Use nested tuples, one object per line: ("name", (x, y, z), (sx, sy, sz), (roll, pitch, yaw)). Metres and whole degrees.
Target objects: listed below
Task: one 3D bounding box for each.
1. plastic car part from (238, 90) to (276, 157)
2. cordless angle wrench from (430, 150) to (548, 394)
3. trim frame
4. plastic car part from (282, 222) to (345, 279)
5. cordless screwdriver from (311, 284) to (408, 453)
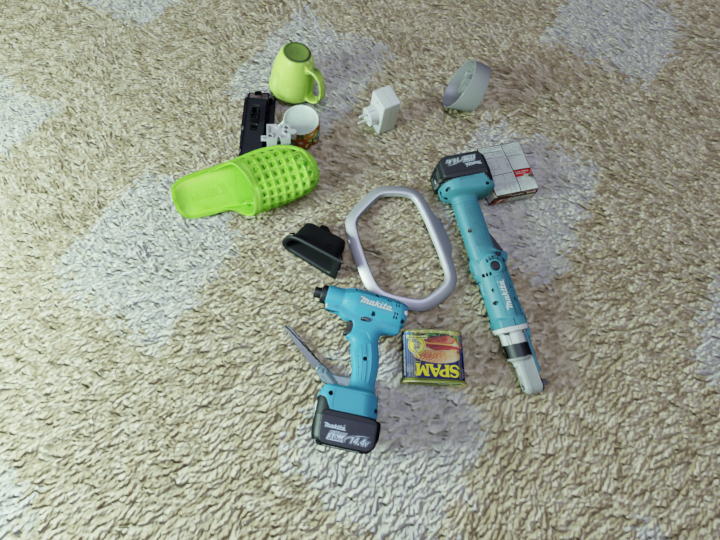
("plastic car part", (-0.207, -0.278, 0.839), (0.065, 0.067, 0.206), (4, 73, -10))
("cordless angle wrench", (0.227, -0.004, 0.738), (0.097, 0.073, 0.433), (-12, 73, -6))
("trim frame", (0.075, -0.045, 0.773), (0.183, 0.027, 0.256), (-18, 70, -6))
("plastic car part", (-0.074, -0.049, 0.761), (0.120, 0.065, 0.070), (32, 58, 12))
("cordless screwdriver", (-0.025, 0.144, 0.666), (0.160, 0.073, 0.252), (14, 63, 3))
